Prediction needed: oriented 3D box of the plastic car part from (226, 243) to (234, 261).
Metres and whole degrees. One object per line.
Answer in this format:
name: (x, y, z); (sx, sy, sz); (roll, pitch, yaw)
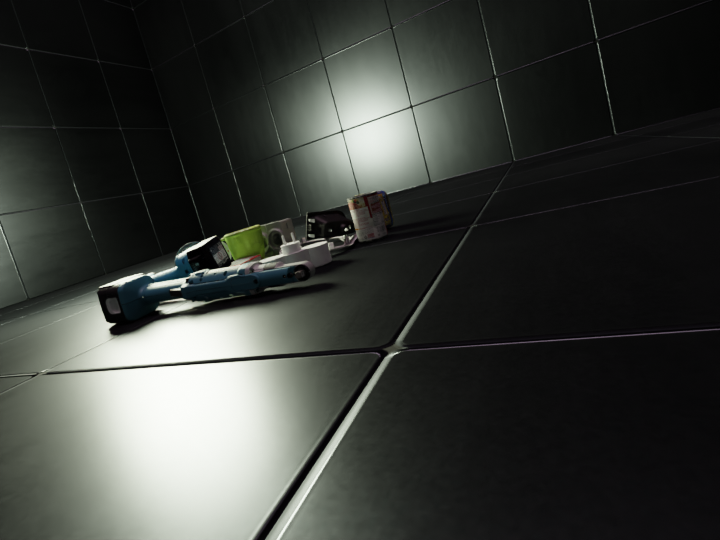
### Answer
plastic car part: (-0.390, -0.067, 1.328); (0.199, 0.067, 0.068); (-24, 4, -21)

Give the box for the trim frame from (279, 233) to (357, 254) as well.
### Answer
trim frame: (-0.096, -0.063, 0.987); (0.184, 0.027, 0.251); (-8, 9, -2)

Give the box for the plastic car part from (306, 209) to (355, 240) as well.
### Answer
plastic car part: (-0.060, -0.101, 0.971); (0.112, 0.065, 0.075); (-11, 24, -32)

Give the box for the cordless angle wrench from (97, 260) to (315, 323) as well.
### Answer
cordless angle wrench: (-0.270, 0.027, 0.729); (0.436, 0.073, 0.096); (-8, 12, 23)

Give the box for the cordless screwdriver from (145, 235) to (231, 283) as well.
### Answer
cordless screwdriver: (-0.409, 0.003, 0.940); (0.252, 0.073, 0.161); (-23, 16, 10)
